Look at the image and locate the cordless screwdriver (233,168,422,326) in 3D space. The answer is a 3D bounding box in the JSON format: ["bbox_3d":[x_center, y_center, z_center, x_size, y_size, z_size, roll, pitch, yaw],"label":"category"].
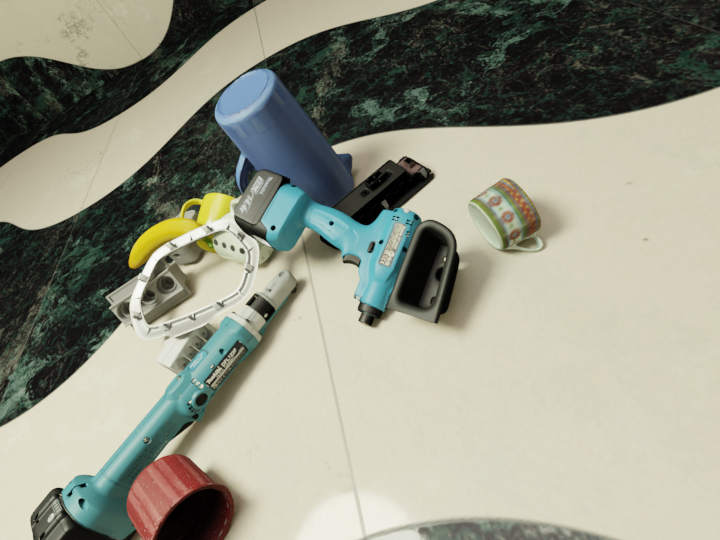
[{"bbox_3d":[-0.057,-0.037,0.583,0.257,0.072,0.160,20,77,17],"label":"cordless screwdriver"}]

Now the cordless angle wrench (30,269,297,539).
[{"bbox_3d":[-0.221,0.160,0.554,0.078,0.093,0.421,15,59,42],"label":"cordless angle wrench"}]

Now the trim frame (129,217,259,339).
[{"bbox_3d":[-0.265,0.012,0.658,0.252,0.026,0.191,-21,59,13],"label":"trim frame"}]

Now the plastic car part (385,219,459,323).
[{"bbox_3d":[0.089,0.006,0.508,0.069,0.067,0.117,13,77,37],"label":"plastic car part"}]

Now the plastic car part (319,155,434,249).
[{"bbox_3d":[0.018,-0.111,0.657,0.202,0.064,0.070,-43,59,-3],"label":"plastic car part"}]
